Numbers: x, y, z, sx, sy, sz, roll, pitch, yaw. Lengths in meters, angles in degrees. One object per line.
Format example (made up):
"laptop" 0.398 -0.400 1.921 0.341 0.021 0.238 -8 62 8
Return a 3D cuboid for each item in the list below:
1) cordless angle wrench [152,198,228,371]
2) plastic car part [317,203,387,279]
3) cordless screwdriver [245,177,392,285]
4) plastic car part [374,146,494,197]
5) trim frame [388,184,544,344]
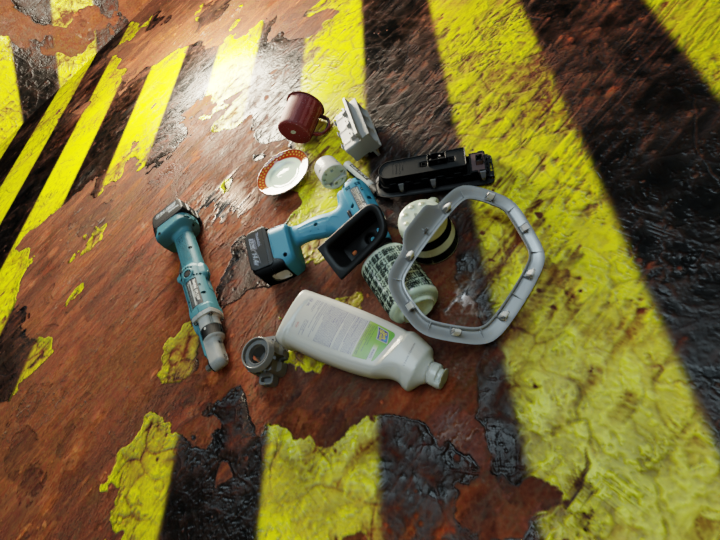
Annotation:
"cordless angle wrench" -0.335 0.018 0.855 0.098 0.070 0.445 -36 53 3
"plastic car part" 0.002 -0.047 0.665 0.117 0.068 0.068 -42 73 14
"cordless screwdriver" -0.074 -0.048 0.752 0.250 0.071 0.166 -27 61 6
"plastic car part" 0.117 -0.169 0.725 0.209 0.063 0.068 -8 64 23
"trim frame" 0.147 -0.015 0.582 0.188 0.027 0.247 37 73 11
